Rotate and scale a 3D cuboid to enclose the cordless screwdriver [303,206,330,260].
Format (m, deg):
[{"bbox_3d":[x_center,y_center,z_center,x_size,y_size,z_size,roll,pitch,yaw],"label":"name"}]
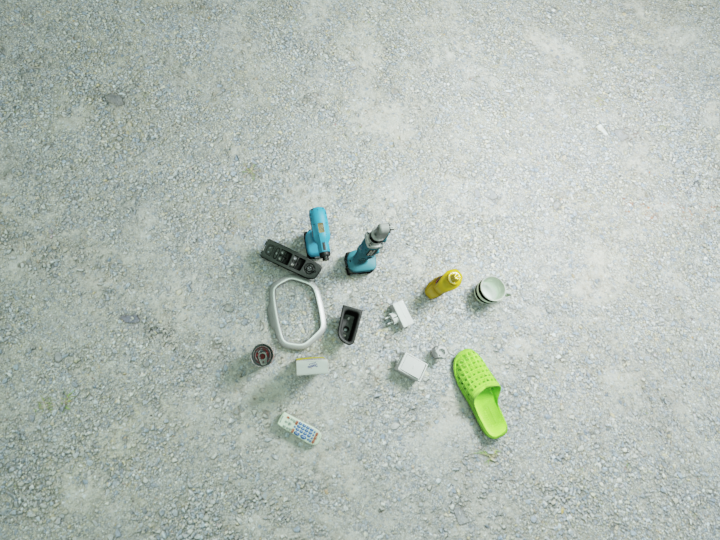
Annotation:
[{"bbox_3d":[-0.129,-0.085,1.322,0.073,0.247,0.162,-8,78,-10],"label":"cordless screwdriver"}]

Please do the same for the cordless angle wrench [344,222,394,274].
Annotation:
[{"bbox_3d":[0.024,-0.063,1.236,0.097,0.421,0.075,-4,79,-10],"label":"cordless angle wrench"}]

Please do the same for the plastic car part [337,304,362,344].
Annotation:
[{"bbox_3d":[-0.041,0.178,1.347,0.066,0.070,0.117,15,75,-3],"label":"plastic car part"}]

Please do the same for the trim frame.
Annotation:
[{"bbox_3d":[-0.210,0.132,1.372,0.182,0.027,0.253,-12,76,-7],"label":"trim frame"}]

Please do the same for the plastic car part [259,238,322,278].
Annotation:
[{"bbox_3d":[-0.228,-0.029,1.394,0.204,0.066,0.066,25,75,3],"label":"plastic car part"}]
